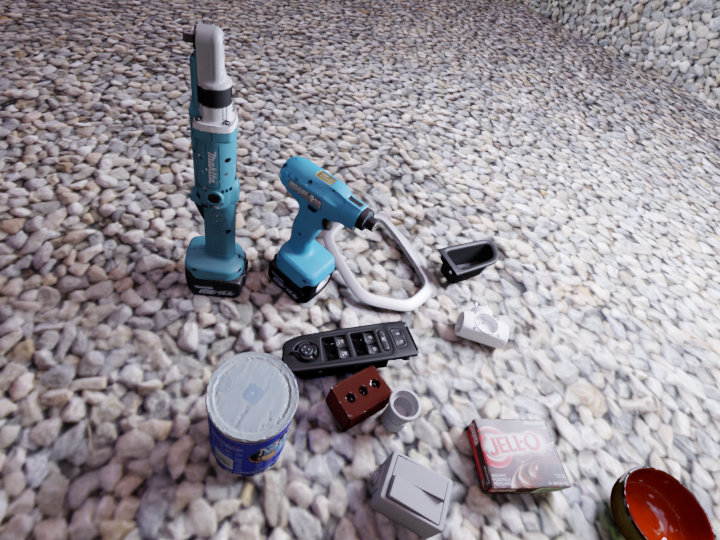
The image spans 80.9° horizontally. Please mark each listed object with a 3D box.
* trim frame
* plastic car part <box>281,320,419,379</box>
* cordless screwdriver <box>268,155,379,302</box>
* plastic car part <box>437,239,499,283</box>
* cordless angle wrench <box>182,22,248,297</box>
[{"bbox_3d":[0.033,-0.024,0.810,0.179,0.027,0.261,-16,54,-24],"label":"trim frame"},{"bbox_3d":[-0.022,0.124,0.640,0.198,0.066,0.069,-3,51,-15],"label":"plastic car part"},{"bbox_3d":[-0.064,-0.042,0.659,0.165,0.244,0.073,38,50,17],"label":"cordless screwdriver"},{"bbox_3d":[0.201,-0.010,0.803,0.113,0.069,0.069,-12,54,-22],"label":"plastic car part"},{"bbox_3d":[-0.199,-0.115,0.580,0.096,0.416,0.077,8,49,-11],"label":"cordless angle wrench"}]
